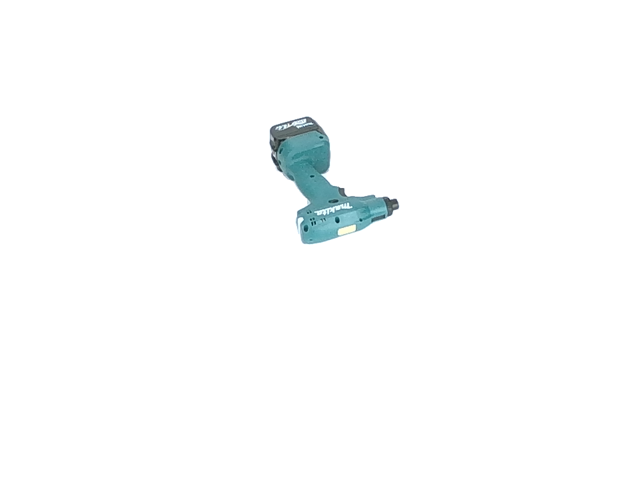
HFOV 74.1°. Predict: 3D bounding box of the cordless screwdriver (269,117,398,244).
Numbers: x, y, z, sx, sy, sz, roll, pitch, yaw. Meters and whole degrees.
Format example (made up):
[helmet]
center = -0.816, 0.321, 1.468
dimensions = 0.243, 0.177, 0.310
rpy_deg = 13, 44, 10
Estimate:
[cordless screwdriver]
center = 0.011, -0.107, 0.705
dimensions = 0.159, 0.249, 0.074
rpy_deg = -16, -38, -11
